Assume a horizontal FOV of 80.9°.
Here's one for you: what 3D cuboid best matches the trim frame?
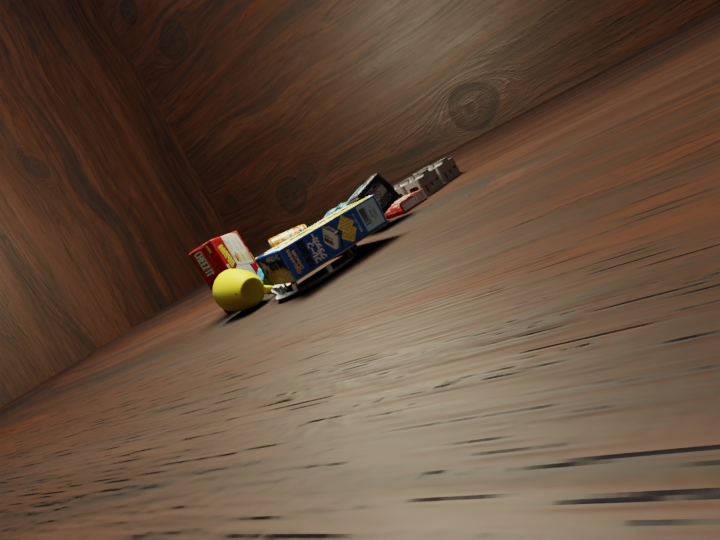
[{"bbox_3d":[-0.088,-0.003,0.823,0.186,0.027,0.251,-29,12,7],"label":"trim frame"}]

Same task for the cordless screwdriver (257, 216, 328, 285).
[{"bbox_3d":[-0.135,-0.042,1.008,0.247,0.073,0.163,-35,11,-9],"label":"cordless screwdriver"}]

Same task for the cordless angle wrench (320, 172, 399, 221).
[{"bbox_3d":[-0.040,-0.151,1.117,0.097,0.073,0.434,-50,14,-17],"label":"cordless angle wrench"}]
